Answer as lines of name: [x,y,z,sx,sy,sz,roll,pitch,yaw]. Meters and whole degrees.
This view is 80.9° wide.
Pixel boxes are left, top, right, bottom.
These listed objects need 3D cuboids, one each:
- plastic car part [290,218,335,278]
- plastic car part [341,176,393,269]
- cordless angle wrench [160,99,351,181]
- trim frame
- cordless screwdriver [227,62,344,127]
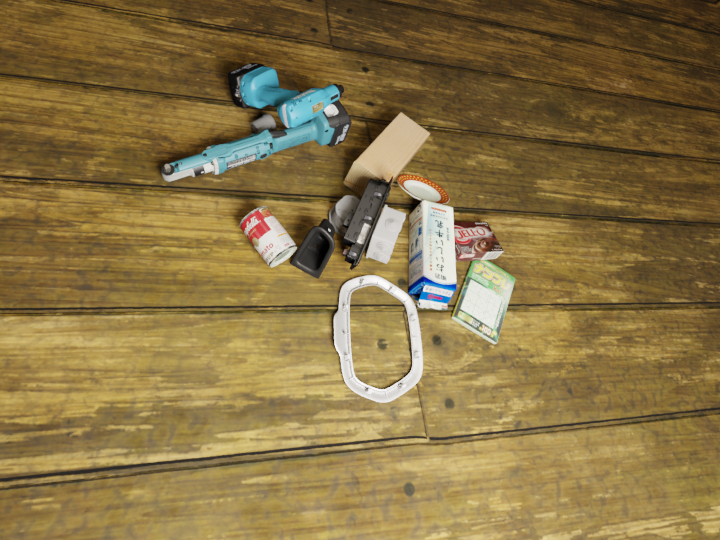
plastic car part: [-0.081,-0.053,0.833,0.065,0.116,0.072,29,37,-6]
plastic car part: [0.007,-0.105,0.849,0.068,0.065,0.203,25,75,6]
cordless angle wrench: [-0.219,-0.270,0.912,0.414,0.098,0.076,-25,77,-21]
trim frame: [0.035,0.124,0.821,0.180,0.027,0.254,5,65,-13]
cordless screwdriver: [-0.167,-0.393,0.926,0.156,0.071,0.263,-37,52,-27]
